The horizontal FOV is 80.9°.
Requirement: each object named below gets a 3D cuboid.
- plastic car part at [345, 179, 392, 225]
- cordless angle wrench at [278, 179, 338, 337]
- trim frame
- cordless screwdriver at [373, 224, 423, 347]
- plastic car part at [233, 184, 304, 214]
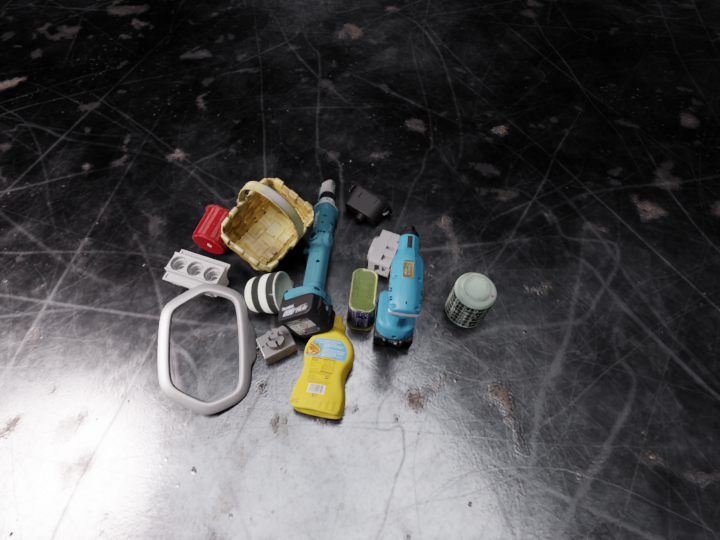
[{"bbox_3d":[0.009,-0.152,1.015,0.121,0.064,0.071,36,80,19],"label":"plastic car part"},{"bbox_3d":[-0.091,-0.060,0.932,0.101,0.070,0.433,-21,43,28],"label":"cordless angle wrench"},{"bbox_3d":[-0.292,0.144,0.814,0.179,0.027,0.255,-3,67,-17],"label":"trim frame"},{"bbox_3d":[0.072,0.040,0.770,0.075,0.242,0.162,7,63,2],"label":"cordless screwdriver"},{"bbox_3d":[-0.211,-0.170,1.034,0.207,0.065,0.066,19,53,11],"label":"plastic car part"}]
